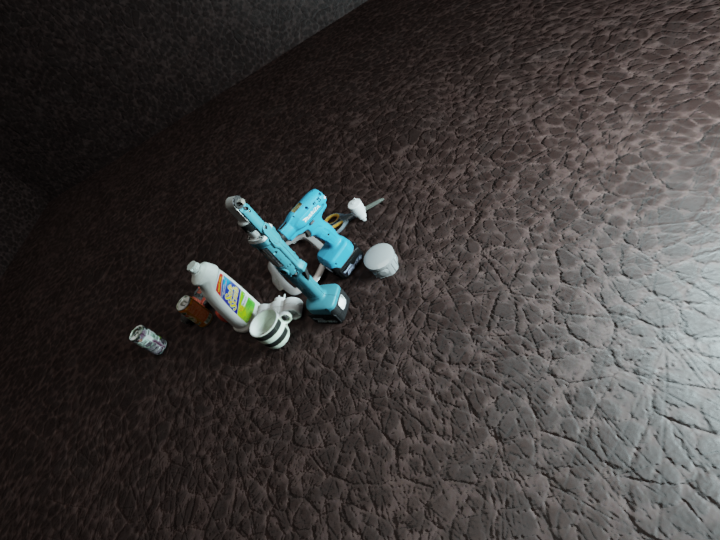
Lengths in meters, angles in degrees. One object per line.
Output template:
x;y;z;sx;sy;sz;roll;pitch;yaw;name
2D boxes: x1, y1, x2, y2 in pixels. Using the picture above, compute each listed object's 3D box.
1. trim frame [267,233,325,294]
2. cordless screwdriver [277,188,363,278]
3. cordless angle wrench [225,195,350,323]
-0.184;-0.021;1.232;0.183;0.026;0.263;-45;43;-6;trim frame
-0.104;-0.068;1.061;0.158;0.235;0.079;-49;43;-12;cordless screwdriver
-0.159;-0.017;0.933;0.102;0.400;0.075;-4;51;32;cordless angle wrench
